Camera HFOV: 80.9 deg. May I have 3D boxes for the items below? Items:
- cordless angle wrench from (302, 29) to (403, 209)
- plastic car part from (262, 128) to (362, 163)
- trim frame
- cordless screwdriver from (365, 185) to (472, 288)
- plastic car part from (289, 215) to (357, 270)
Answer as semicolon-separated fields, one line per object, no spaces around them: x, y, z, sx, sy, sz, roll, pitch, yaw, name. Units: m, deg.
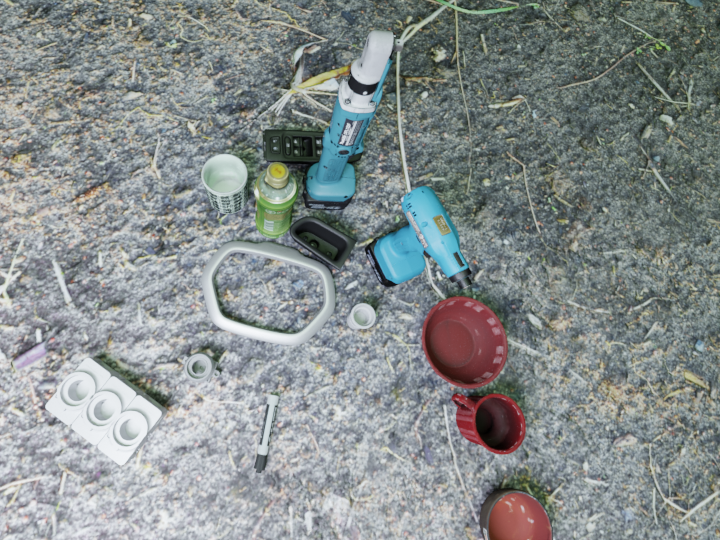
-0.025;-0.207;0.662;0.096;0.423;0.075;2;75;-13;cordless angle wrench
-0.094;-0.238;0.849;0.200;0.067;0.067;-3;75;-9;plastic car part
-0.166;0.035;0.773;0.247;0.027;0.186;13;71;-4;trim frame
0.093;-0.023;0.712;0.073;0.248;0.162;-23;81;-17;cordless screwdriver
-0.077;-0.051;0.790;0.117;0.071;0.066;31;71;1;plastic car part
